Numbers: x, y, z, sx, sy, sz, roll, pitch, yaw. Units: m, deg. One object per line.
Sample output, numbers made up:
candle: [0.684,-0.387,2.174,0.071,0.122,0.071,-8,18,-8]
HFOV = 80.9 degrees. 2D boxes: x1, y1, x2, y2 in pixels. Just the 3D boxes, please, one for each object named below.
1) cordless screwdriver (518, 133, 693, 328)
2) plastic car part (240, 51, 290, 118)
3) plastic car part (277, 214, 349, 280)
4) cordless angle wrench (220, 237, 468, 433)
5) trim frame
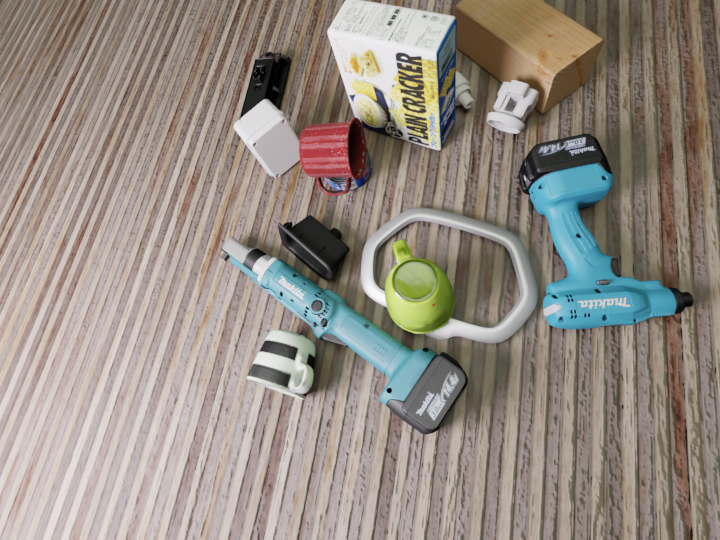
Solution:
cordless screwdriver: [0.308,-0.053,0.552,0.161,0.072,0.254,-7,72,8]
plastic car part: [-0.185,-0.340,0.805,0.067,0.065,0.205,5,74,8]
plastic car part: [-0.065,-0.042,0.663,0.121,0.064,0.070,36,69,20]
cordless angle wrench: [-0.055,0.060,0.615,0.443,0.071,0.098,33,81,26]
trim frame: [0.120,0.003,0.608,0.258,0.026,0.185,19,75,19]
